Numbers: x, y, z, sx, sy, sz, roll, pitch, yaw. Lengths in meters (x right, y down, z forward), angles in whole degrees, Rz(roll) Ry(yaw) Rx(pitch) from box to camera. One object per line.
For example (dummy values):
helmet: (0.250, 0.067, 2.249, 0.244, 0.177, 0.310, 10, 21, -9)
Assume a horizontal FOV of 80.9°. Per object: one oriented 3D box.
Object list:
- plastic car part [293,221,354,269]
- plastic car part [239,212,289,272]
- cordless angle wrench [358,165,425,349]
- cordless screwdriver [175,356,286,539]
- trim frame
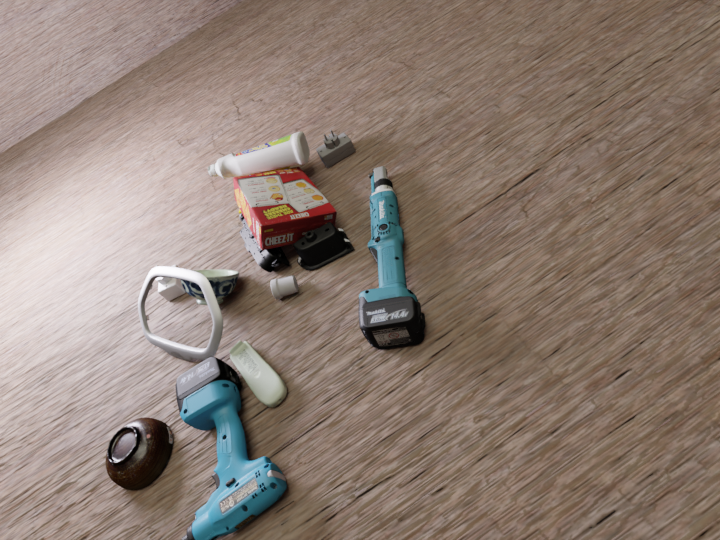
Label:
plastic car part: (-0.083, -0.054, 0.848, 0.116, 0.067, 0.069, -27, 46, 0)
plastic car part: (-0.222, -0.063, 0.929, 0.067, 0.062, 0.215, -48, 46, 3)
cordless angle wrench: (0.048, -0.062, 0.792, 0.100, 0.070, 0.436, -14, 47, 15)
cordless screwdriver: (-0.230, 0.272, 0.657, 0.159, 0.070, 0.263, -36, 50, -4)
trim frame: (-0.356, 0.085, 0.826, 0.260, 0.026, 0.183, 5, 94, 29)
